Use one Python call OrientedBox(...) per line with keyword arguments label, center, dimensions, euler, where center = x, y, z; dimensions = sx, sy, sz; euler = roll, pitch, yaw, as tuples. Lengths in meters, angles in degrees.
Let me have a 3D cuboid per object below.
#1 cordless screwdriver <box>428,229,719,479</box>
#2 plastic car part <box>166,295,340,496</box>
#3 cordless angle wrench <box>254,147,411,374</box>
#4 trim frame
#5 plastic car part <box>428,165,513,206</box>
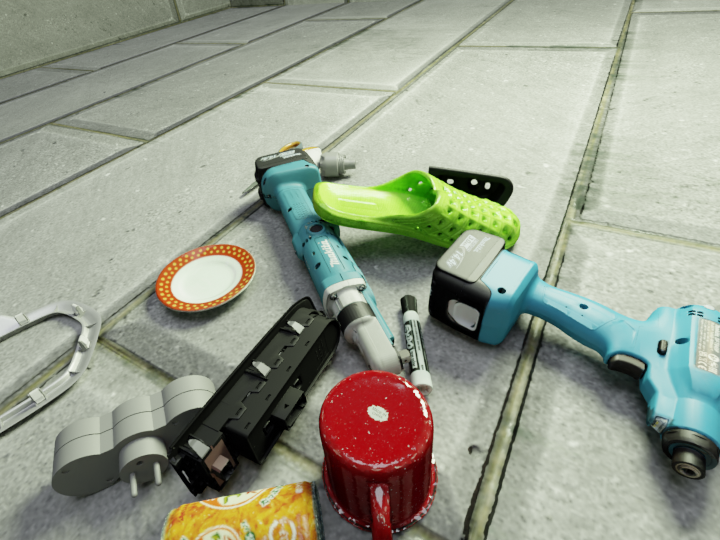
OrientedBox(label="cordless screwdriver", center=(0.184, 0.059, 0.390), dimensions=(0.261, 0.072, 0.157), euler=(22, 48, 27))
OrientedBox(label="plastic car part", center=(-0.076, 0.100, 0.381), dimensions=(0.070, 0.064, 0.202), euler=(0, 37, 29))
OrientedBox(label="cordless angle wrench", center=(-0.054, -0.035, 0.550), dimensions=(0.096, 0.072, 0.445), euler=(-17, 42, -13))
OrientedBox(label="trim frame", center=(-0.412, 0.114, 0.466), dimensions=(0.244, 0.026, 0.195), euler=(-36, 46, -27))
OrientedBox(label="plastic car part", center=(0.160, -0.124, 0.628), dimensions=(0.120, 0.064, 0.071), euler=(9, 27, 15))
